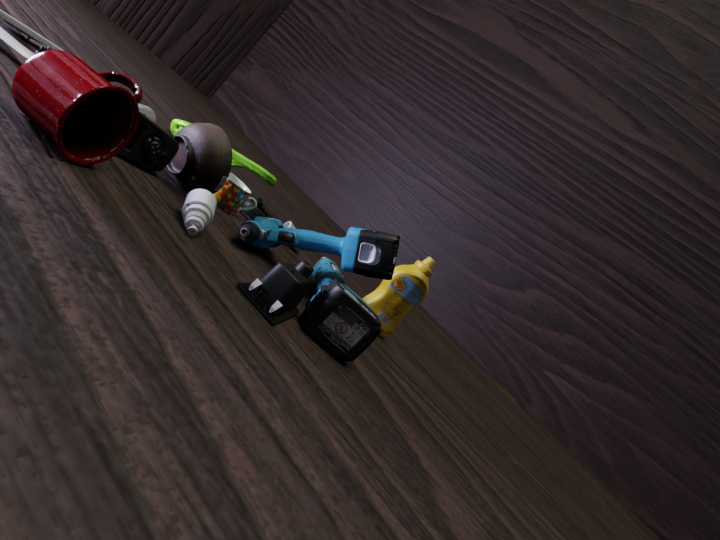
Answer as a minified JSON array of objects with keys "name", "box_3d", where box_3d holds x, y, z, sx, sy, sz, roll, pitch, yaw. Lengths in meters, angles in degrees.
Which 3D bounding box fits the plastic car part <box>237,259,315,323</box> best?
[{"name":"plastic car part","box_3d":[-0.092,0.018,0.538,0.067,0.071,0.114,45,9,8]}]

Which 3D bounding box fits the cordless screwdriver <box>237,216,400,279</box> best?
[{"name":"cordless screwdriver","box_3d":[-0.066,-0.043,0.679,0.253,0.074,0.157,11,5,8]}]

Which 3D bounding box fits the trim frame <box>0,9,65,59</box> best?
[{"name":"trim frame","box_3d":[-0.480,-0.327,0.650,0.190,0.027,0.240,45,8,16]}]

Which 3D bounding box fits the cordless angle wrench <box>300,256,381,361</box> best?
[{"name":"cordless angle wrench","box_3d":[-0.053,0.027,0.753,0.096,0.074,0.432,42,4,-14]}]

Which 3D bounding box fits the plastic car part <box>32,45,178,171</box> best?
[{"name":"plastic car part","box_3d":[-0.330,-0.192,0.544,0.071,0.066,0.192,16,-9,34]}]
